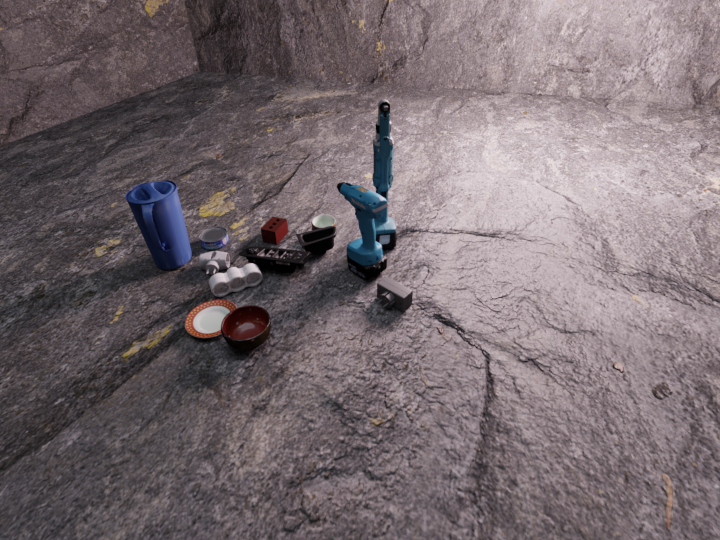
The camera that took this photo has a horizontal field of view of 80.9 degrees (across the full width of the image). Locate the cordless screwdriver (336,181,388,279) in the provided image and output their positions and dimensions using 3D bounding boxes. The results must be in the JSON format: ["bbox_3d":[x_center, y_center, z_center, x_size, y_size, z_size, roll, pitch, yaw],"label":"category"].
[{"bbox_3d":[-0.001,-0.108,1.108,0.072,0.240,0.168,-27,43,-30],"label":"cordless screwdriver"}]

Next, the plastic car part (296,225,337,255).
[{"bbox_3d":[-0.120,-0.078,1.224,0.115,0.068,0.069,-14,39,-13],"label":"plastic car part"}]

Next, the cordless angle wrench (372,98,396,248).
[{"bbox_3d":[0.061,-0.249,1.146,0.074,0.409,0.101,-4,37,-3],"label":"cordless angle wrench"}]

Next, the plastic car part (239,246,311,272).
[{"bbox_3d":[-0.239,-0.030,1.178,0.210,0.065,0.066,11,39,19],"label":"plastic car part"}]
